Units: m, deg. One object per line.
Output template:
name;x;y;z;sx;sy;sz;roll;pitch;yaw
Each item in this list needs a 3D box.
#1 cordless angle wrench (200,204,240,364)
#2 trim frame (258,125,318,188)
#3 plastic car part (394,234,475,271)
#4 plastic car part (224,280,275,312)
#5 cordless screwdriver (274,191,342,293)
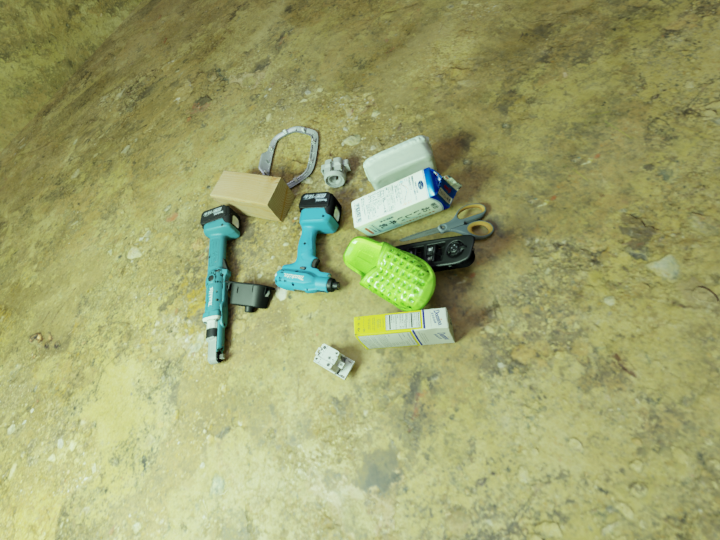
cordless angle wrench;-0.364;0.028;1.078;0.100;0.070;0.437;-17;59;14
trim frame;-0.213;-0.334;1.243;0.190;0.026;0.254;-7;61;22
plastic car part;0.145;-0.022;0.865;0.211;0.064;0.067;-13;48;44
plastic car part;-0.270;0.066;1.023;0.121;0.063;0.071;8;80;24
cordless screwdriver;-0.099;-0.065;1.011;0.166;0.070;0.251;5;68;26
